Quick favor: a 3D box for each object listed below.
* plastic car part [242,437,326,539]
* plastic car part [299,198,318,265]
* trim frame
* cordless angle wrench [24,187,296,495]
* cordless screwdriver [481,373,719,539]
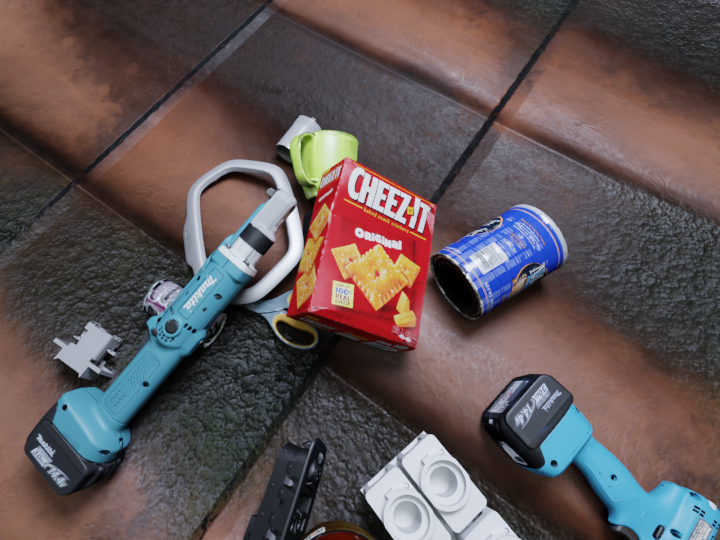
[{"bbox_3d":[-0.092,0.291,0.484,0.070,0.063,0.204,11,68,31],"label":"plastic car part"},{"bbox_3d":[-0.060,-0.039,0.609,0.063,0.073,0.118,11,70,-36],"label":"plastic car part"},{"bbox_3d":[-0.182,-0.066,0.632,0.185,0.026,0.257,-19,66,3],"label":"trim frame"},{"bbox_3d":[-0.220,0.069,0.516,0.100,0.072,0.422,39,87,12],"label":"cordless angle wrench"},{"bbox_3d":[0.255,0.250,0.481,0.255,0.073,0.158,41,74,12],"label":"cordless screwdriver"}]
